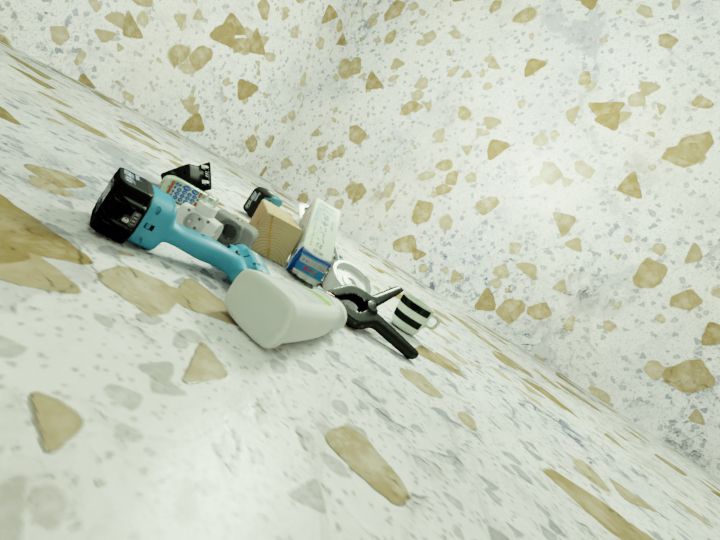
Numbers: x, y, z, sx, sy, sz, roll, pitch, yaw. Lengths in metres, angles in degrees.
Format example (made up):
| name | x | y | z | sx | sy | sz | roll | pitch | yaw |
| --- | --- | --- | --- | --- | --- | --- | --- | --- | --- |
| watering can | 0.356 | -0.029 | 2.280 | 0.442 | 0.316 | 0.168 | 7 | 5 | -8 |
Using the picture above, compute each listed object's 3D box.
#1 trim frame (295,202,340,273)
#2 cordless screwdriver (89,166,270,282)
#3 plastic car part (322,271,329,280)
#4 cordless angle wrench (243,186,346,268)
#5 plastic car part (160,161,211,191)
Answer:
| name | x | y | z | sx | sy | sz | roll | pitch | yaw |
| --- | --- | --- | --- | --- | --- | --- | --- | --- | --- |
| trim frame | -0.107 | -0.070 | 1.093 | 0.174 | 0.028 | 0.258 | 35 | 33 | -54 |
| cordless screwdriver | -0.249 | -0.052 | 0.614 | 0.237 | 0.074 | 0.167 | 32 | 5 | -30 |
| plastic car part | -0.026 | 0.028 | 1.031 | 0.193 | 0.068 | 0.069 | 12 | 47 | -59 |
| cordless angle wrench | -0.165 | -0.094 | 1.245 | 0.437 | 0.098 | 0.072 | 38 | 8 | 17 |
| plastic car part | -0.405 | -0.211 | 0.961 | 0.120 | 0.067 | 0.068 | -7 | -8 | 21 |
